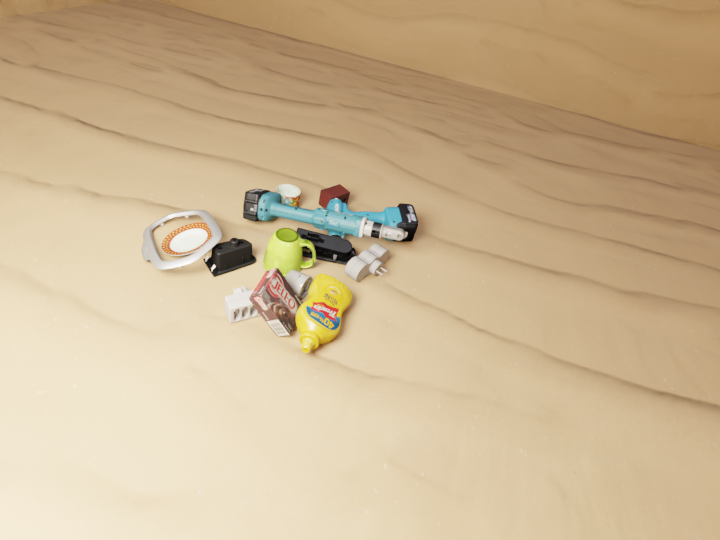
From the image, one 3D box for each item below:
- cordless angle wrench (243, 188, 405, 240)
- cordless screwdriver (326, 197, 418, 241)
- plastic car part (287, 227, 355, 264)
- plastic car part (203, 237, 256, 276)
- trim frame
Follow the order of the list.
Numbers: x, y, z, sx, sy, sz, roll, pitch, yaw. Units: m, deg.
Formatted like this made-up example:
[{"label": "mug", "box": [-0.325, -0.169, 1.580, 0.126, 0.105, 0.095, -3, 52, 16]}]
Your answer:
[{"label": "cordless angle wrench", "box": [-0.096, -0.134, 1.094, 0.433, 0.073, 0.097, 13, 19, 13]}, {"label": "cordless screwdriver", "box": [0.029, -0.122, 1.166, 0.248, 0.072, 0.164, 4, 50, -3]}, {"label": "plastic car part", "box": [-0.105, -0.069, 1.071, 0.203, 0.066, 0.067, 16, 52, 0]}, {"label": "plastic car part", "box": [-0.304, -0.043, 0.994, 0.113, 0.069, 0.069, -21, 51, -30]}, {"label": "trim frame", "box": [-0.429, -0.079, 1.002, 0.181, 0.026, 0.263, -27, 43, -19]}]
